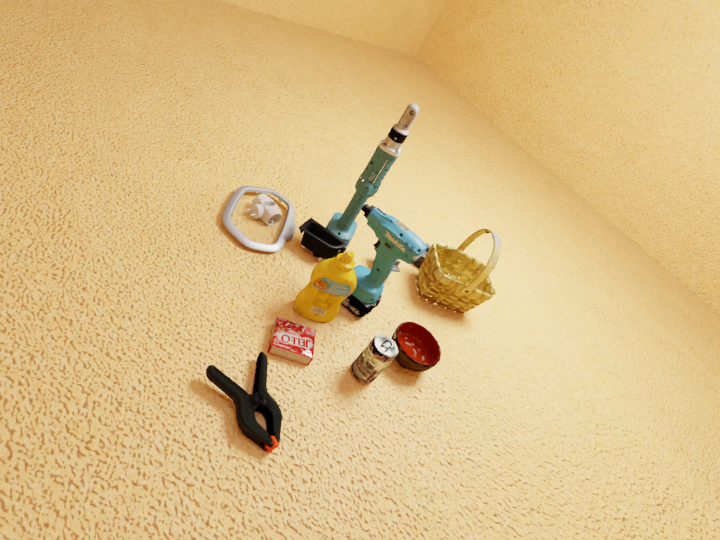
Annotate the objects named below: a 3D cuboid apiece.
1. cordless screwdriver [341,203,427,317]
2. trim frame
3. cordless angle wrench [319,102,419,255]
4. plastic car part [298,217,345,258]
[{"bbox_3d":[0.020,-0.021,0.946,0.164,0.248,0.072,44,39,13],"label":"cordless screwdriver"},{"bbox_3d":[-0.252,-0.137,1.080,0.181,0.027,0.254,21,39,-11],"label":"trim frame"},{"bbox_3d":[0.018,-0.207,1.010,0.074,0.422,0.099,30,38,-6],"label":"cordless angle wrench"},{"bbox_3d":[-0.104,-0.068,1.063,0.118,0.071,0.065,37,38,7],"label":"plastic car part"}]
